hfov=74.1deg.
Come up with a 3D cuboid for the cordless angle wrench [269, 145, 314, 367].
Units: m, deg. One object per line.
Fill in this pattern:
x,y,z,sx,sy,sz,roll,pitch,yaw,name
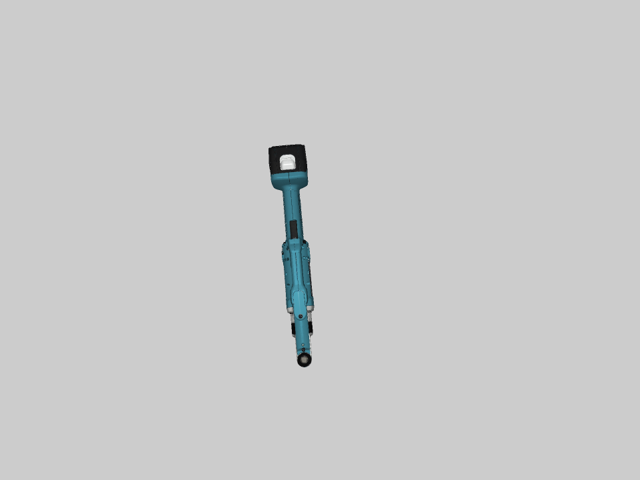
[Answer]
-0.047,0.026,0.820,0.074,0.422,0.098,-5,-12,-1,cordless angle wrench
